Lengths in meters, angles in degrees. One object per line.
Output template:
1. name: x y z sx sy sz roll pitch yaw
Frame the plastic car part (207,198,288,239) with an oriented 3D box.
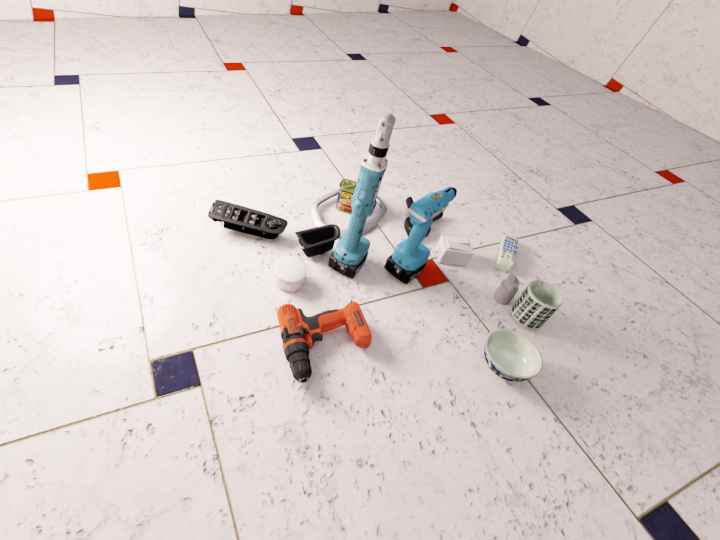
1. plastic car part: -0.295 -0.124 1.113 0.203 0.065 0.068 12 45 0

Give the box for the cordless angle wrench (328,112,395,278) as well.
1. cordless angle wrench: 0.008 -0.155 0.956 0.076 0.415 0.097 29 46 11

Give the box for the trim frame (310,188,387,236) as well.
1. trim frame: -0.034 -0.175 1.242 0.193 0.027 0.243 38 51 25

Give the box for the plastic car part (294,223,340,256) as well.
1. plastic car part: -0.107 -0.070 1.094 0.113 0.069 0.069 -15 52 -25

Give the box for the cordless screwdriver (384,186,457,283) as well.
1. cordless screwdriver: 0.153 -0.091 1.042 0.077 0.244 0.155 39 49 21
